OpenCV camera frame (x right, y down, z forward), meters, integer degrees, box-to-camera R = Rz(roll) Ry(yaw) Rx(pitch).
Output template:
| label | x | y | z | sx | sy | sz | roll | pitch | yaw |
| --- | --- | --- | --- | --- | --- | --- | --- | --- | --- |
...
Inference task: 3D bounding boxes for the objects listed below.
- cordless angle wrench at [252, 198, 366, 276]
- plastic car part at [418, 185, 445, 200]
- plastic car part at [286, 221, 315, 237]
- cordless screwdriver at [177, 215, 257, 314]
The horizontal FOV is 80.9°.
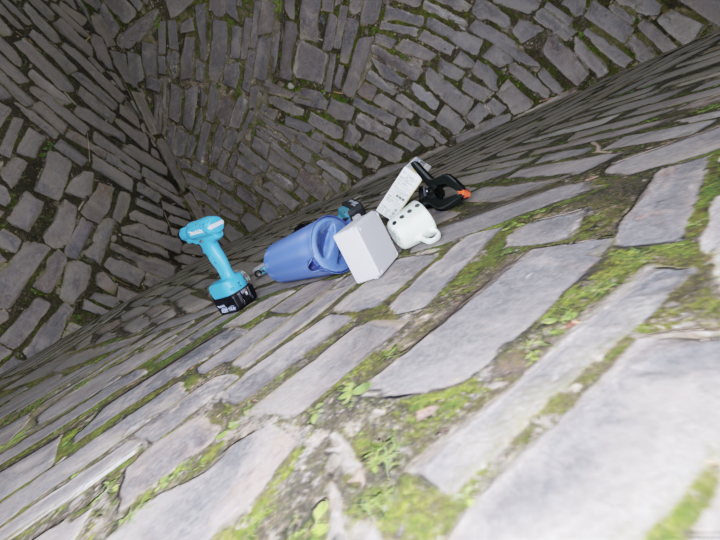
| label | x | y | z | sx | sy | sz | roll | pitch | yaw |
| --- | --- | --- | --- | --- | --- | --- | --- | --- | --- |
| cordless angle wrench | -0.172 | -0.100 | 1.405 | 0.419 | 0.071 | 0.103 | -32 | 31 | -11 |
| plastic car part | 0.210 | -0.219 | 1.226 | 0.072 | 0.065 | 0.117 | -8 | 12 | 6 |
| plastic car part | -0.184 | -0.098 | 1.280 | 0.069 | 0.064 | 0.201 | 0 | 36 | 34 |
| cordless screwdriver | -0.374 | -0.012 | 1.079 | 0.166 | 0.244 | 0.073 | -10 | 16 | 37 |
